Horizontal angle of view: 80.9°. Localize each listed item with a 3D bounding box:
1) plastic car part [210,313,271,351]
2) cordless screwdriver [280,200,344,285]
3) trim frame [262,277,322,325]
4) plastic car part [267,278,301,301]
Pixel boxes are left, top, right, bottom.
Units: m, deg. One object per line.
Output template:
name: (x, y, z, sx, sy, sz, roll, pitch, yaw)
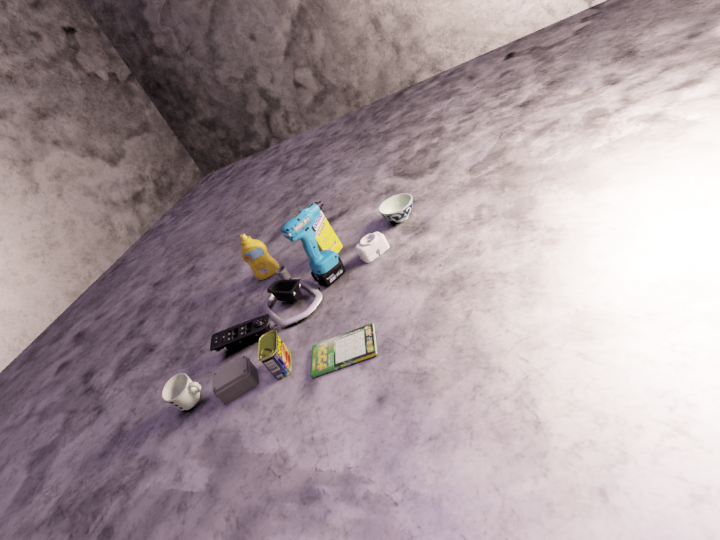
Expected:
plastic car part: (-0.357, 0.199, 1.289, 0.205, 0.064, 0.068, -26, 29, 10)
cordless screwdriver: (-0.130, -0.085, 1.327, 0.157, 0.238, 0.078, -43, 30, -23)
trim frame: (-0.218, 0.095, 1.353, 0.182, 0.026, 0.262, -41, 32, -16)
plastic car part: (-0.236, 0.072, 1.361, 0.122, 0.068, 0.066, -5, 38, 38)
